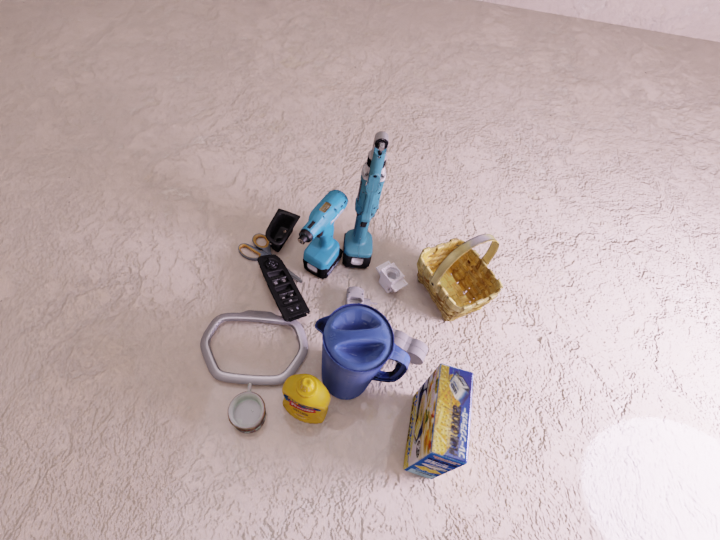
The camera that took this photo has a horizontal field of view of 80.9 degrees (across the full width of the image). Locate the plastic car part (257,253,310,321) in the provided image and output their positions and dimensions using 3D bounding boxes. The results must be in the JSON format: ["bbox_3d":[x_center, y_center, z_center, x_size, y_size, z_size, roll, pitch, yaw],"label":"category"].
[{"bbox_3d":[-0.195,0.044,1.045,0.065,0.065,0.212,-21,60,-19],"label":"plastic car part"}]

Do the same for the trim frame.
[{"bbox_3d":[-0.245,0.173,0.978,0.248,0.027,0.189,2,56,-2],"label":"trim frame"}]

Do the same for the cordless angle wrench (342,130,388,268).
[{"bbox_3d":[0.015,-0.152,0.980,0.074,0.414,0.100,6,57,-5],"label":"cordless angle wrench"}]

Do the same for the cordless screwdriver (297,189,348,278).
[{"bbox_3d":[-0.099,-0.065,1.017,0.076,0.243,0.158,30,59,11],"label":"cordless screwdriver"}]

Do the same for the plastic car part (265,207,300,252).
[{"bbox_3d":[-0.215,-0.098,1.137,0.067,0.069,0.117,19,57,6],"label":"plastic car part"}]
